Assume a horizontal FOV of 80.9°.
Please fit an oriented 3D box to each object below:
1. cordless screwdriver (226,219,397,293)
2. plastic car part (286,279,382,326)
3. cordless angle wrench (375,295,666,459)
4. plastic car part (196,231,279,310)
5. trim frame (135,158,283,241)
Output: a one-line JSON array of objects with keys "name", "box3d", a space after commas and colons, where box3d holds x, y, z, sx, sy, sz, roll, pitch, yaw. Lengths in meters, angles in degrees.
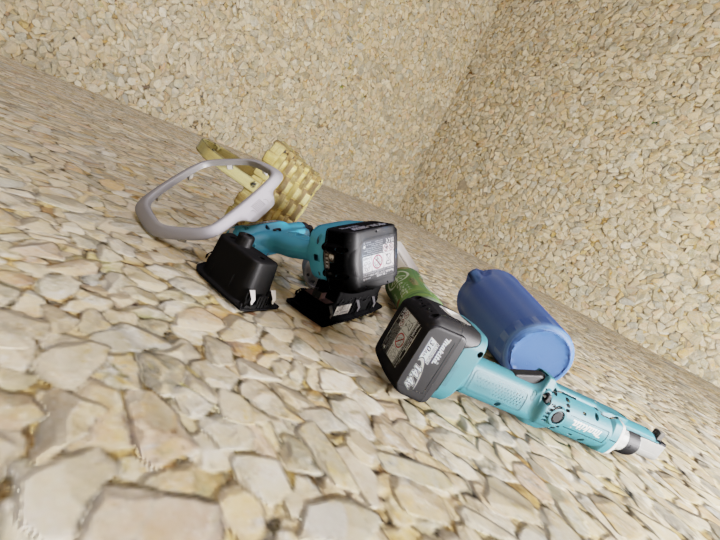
[{"name": "cordless screwdriver", "box3d": [-0.058, -0.038, 0.592, 0.262, 0.073, 0.153, 11, 19, 41]}, {"name": "plastic car part", "box3d": [-0.022, 0.032, 0.614, 0.069, 0.067, 0.194, 22, 7, 25]}, {"name": "cordless angle wrench", "box3d": [0.217, 0.156, 0.506, 0.409, 0.098, 0.077, 26, 11, -17]}, {"name": "plastic car part", "box3d": [-0.146, -0.009, 0.512, 0.123, 0.071, 0.063, 35, 14, 30]}, {"name": "trim frame", "box3d": [-0.225, -0.116, 0.649, 0.190, 0.027, 0.248, 14, 40, 17]}]
